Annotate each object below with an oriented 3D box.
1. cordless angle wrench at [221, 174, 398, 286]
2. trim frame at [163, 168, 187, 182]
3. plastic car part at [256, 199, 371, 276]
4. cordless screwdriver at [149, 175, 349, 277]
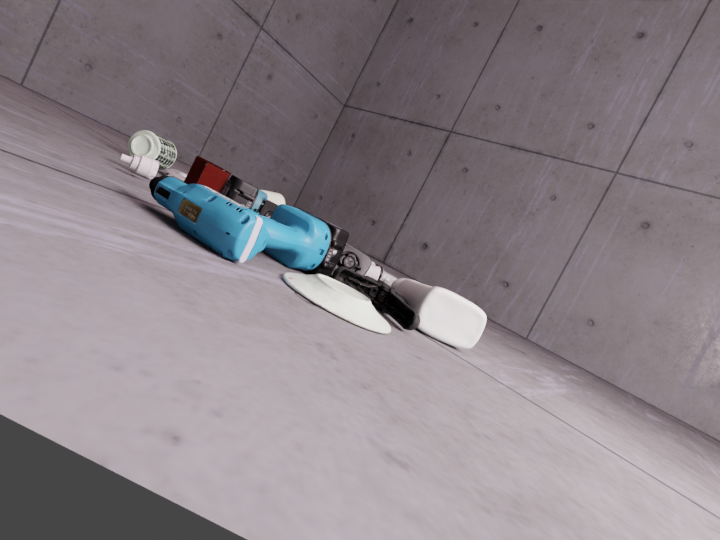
[{"bbox_3d":[-0.083,-0.054,0.847,0.405,0.074,0.102,28,3,-25],"label":"cordless angle wrench"},{"bbox_3d":[-0.398,-0.207,1.052,0.178,0.027,0.257,25,3,-21],"label":"trim frame"},{"bbox_3d":[-0.083,-0.035,0.690,0.202,0.067,0.067,26,-22,-2],"label":"plastic car part"},{"bbox_3d":[-0.128,-0.057,0.527,0.167,0.074,0.238,28,8,25],"label":"cordless screwdriver"}]
